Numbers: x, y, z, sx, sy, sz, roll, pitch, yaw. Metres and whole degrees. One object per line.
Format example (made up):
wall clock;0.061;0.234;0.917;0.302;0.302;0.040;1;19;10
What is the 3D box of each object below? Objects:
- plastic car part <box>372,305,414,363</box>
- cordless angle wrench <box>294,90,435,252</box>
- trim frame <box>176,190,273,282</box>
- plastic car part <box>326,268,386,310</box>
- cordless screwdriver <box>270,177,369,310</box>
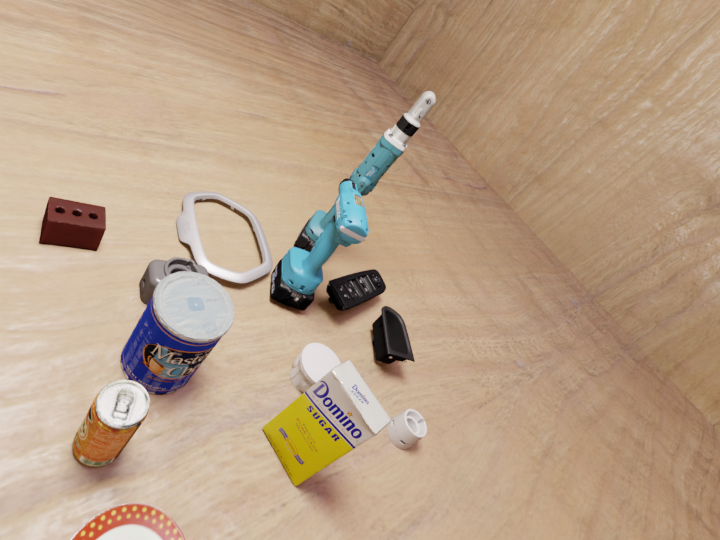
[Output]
plastic car part;0.053;0.139;0.852;0.063;0.071;0.121;22;36;-28
cordless angle wrench;0.006;-0.186;0.872;0.073;0.426;0.099;36;33;-12
trim frame;-0.265;-0.071;0.829;0.175;0.028;0.260;8;44;-40
plastic car part;-0.009;0.045;0.908;0.068;0.067;0.196;51;34;14
cordless screwdriver;-0.077;-0.050;0.785;0.071;0.250;0.165;26;36;-26
